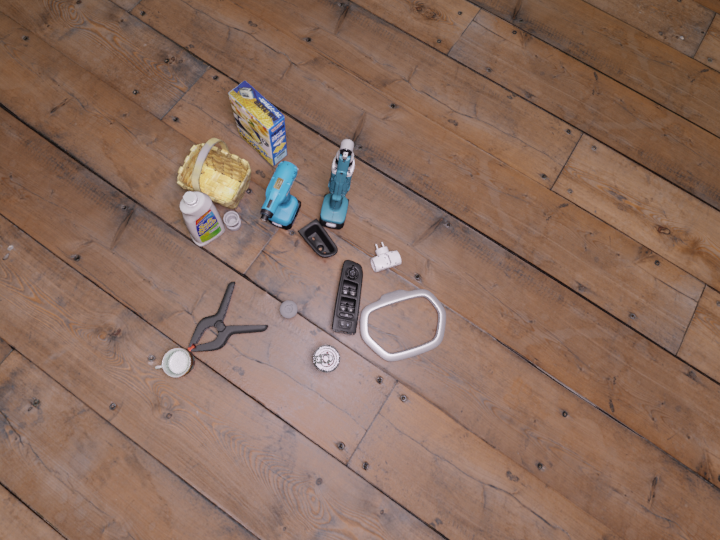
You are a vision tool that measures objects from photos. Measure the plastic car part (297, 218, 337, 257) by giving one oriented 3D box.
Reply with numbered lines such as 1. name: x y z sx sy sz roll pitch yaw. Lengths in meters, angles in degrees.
1. plastic car part: -0.117 -0.077 1.199 0.065 0.070 0.119 -35 80 -13

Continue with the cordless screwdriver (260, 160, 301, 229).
1. cordless screwdriver: -0.218 -0.171 1.131 0.074 0.247 0.160 22 75 -2

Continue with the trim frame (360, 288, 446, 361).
1. trim frame: 0.119 0.144 1.167 0.246 0.027 0.188 -17 75 -7

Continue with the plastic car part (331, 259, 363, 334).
1. plastic car part: -0.034 0.073 1.161 0.066 0.066 0.205 9 74 -3

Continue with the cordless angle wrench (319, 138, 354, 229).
1. cordless angle wrench: -0.053 -0.213 1.060 0.074 0.420 0.099 12 76 -5
